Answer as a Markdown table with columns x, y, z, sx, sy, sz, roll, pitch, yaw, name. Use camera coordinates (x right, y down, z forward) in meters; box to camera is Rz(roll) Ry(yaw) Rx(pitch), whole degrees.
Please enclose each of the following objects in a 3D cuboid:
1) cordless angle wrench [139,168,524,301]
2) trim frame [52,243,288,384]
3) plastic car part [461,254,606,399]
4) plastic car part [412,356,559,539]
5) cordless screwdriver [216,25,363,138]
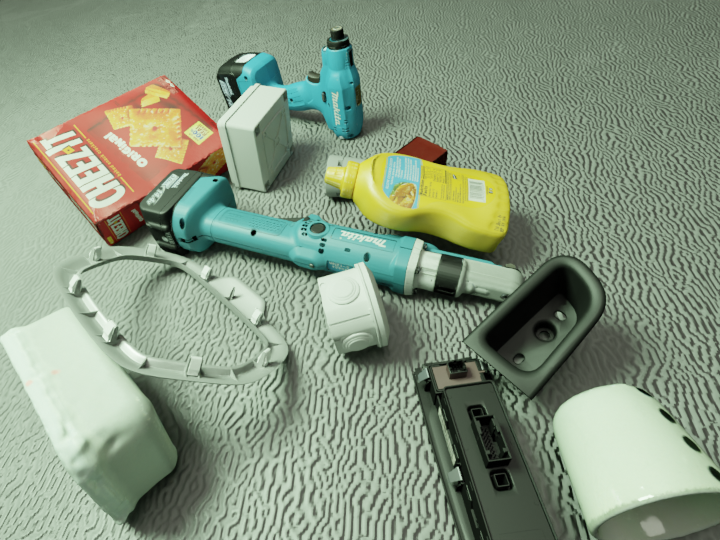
| x | y | z | sx | sy | sz | roll | pitch | yaw | name |
| --- | --- | --- | --- | --- | --- | --- | --- | --- | --- |
| -0.046 | -0.030 | 0.472 | 0.437 | 0.071 | 0.098 | 14 | 51 | 17 | cordless angle wrench |
| -0.178 | 0.029 | 0.409 | 0.262 | 0.027 | 0.175 | 30 | 17 | 33 | trim frame |
| 0.155 | 0.051 | 0.364 | 0.116 | 0.067 | 0.069 | -43 | 56 | -8 | plastic car part |
| 0.096 | 0.147 | 0.298 | 0.066 | 0.065 | 0.211 | -5 | 50 | -7 | plastic car part |
| -0.113 | -0.303 | 0.666 | 0.260 | 0.153 | 0.074 | 19 | 53 | 25 | cordless screwdriver |
